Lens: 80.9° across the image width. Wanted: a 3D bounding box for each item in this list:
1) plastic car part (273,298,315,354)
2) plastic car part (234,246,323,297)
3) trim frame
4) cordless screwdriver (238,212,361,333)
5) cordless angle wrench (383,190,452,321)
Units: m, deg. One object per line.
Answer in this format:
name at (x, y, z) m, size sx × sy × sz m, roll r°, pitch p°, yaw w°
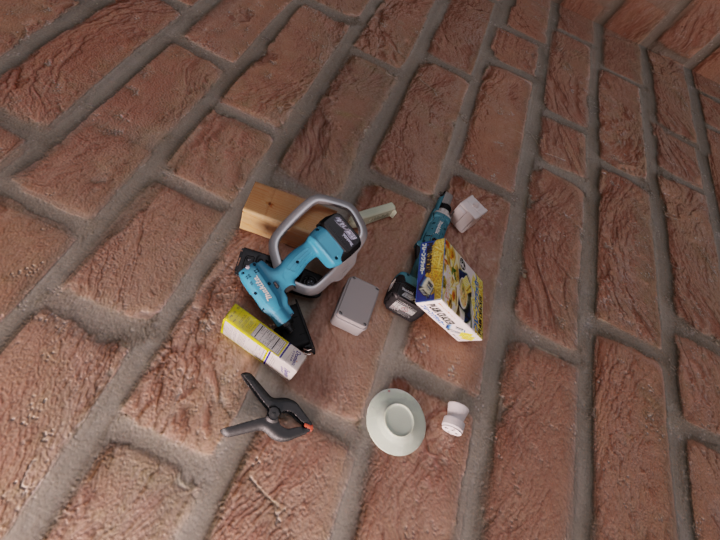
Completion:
plastic car part at (-0.146, 0.128, 0.898) m, size 0.070 × 0.064 × 0.121 m, roll -22°, pitch 66°, yaw -12°
plastic car part at (-0.179, 0.017, 0.942) m, size 0.199 × 0.067 × 0.067 m, roll 17°, pitch 61°, yaw -11°
trim frame at (-0.092, -0.060, 0.941) m, size 0.183 × 0.028 × 0.247 m, roll 41°, pitch 70°, yaw -2°
cordless screwdriver at (-0.108, 0.002, 0.876) m, size 0.246 × 0.075 × 0.159 m, roll -36°, pitch 90°, yaw -15°
cordless angle wrench at (0.177, -0.064, 1.096) m, size 0.098 × 0.074 × 0.424 m, roll 28°, pitch 55°, yaw -2°
